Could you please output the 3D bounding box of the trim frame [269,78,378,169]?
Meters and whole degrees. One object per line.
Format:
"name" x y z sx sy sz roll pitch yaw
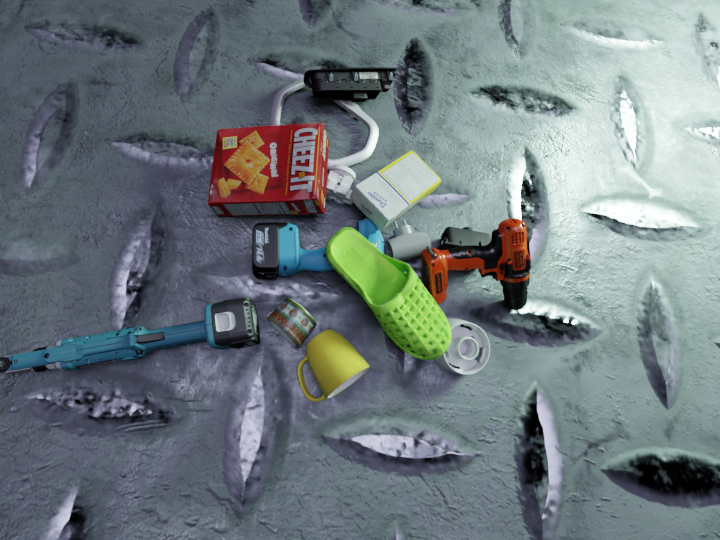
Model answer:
"trim frame" -0.079 -0.315 0.903 0.253 0.027 0.183 35 73 9

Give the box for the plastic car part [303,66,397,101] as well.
"plastic car part" -0.024 -0.393 0.901 0.198 0.068 0.067 -3 89 -16

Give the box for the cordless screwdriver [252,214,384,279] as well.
"cordless screwdriver" -0.077 -0.051 0.791 0.246 0.074 0.162 4 70 -7

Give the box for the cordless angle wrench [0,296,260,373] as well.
"cordless angle wrench" -0.385 0.122 0.706 0.421 0.096 0.076 -10 75 -3

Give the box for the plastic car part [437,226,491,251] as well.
"plastic car part" 0.204 -0.053 0.824 0.115 0.065 0.073 5 58 -8
